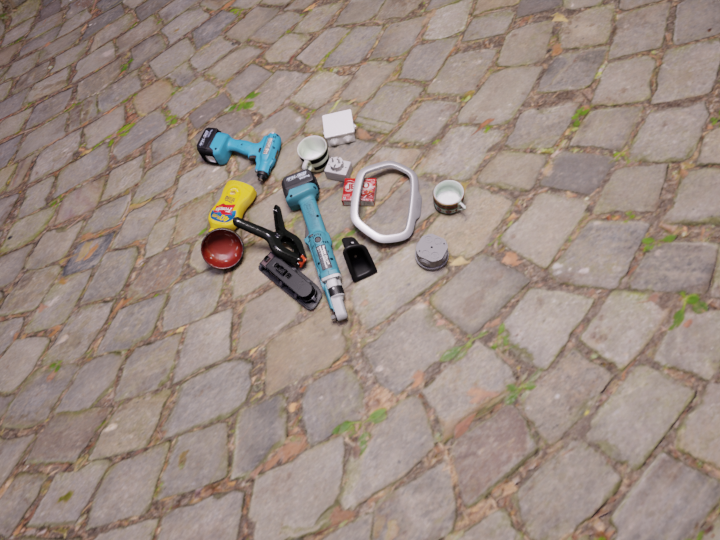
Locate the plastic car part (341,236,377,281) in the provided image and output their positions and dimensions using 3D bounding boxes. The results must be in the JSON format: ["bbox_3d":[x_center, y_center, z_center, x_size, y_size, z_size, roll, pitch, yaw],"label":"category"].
[{"bbox_3d":[-0.013,-0.040,1.037,0.066,0.111,0.074,-25,40,-2],"label":"plastic car part"}]

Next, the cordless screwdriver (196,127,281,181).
[{"bbox_3d":[-0.374,-0.352,1.287,0.255,0.072,0.161,8,68,13],"label":"cordless screwdriver"}]

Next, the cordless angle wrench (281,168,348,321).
[{"bbox_3d":[-0.107,-0.070,1.091,0.098,0.071,0.438,-21,64,2],"label":"cordless angle wrench"}]

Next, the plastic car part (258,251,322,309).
[{"bbox_3d":[-0.180,0.016,1.073,0.212,0.065,0.066,38,71,23],"label":"plastic car part"}]

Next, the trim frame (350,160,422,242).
[{"bbox_3d":[0.069,-0.183,1.102,0.185,0.027,0.253,7,65,3],"label":"trim frame"}]
